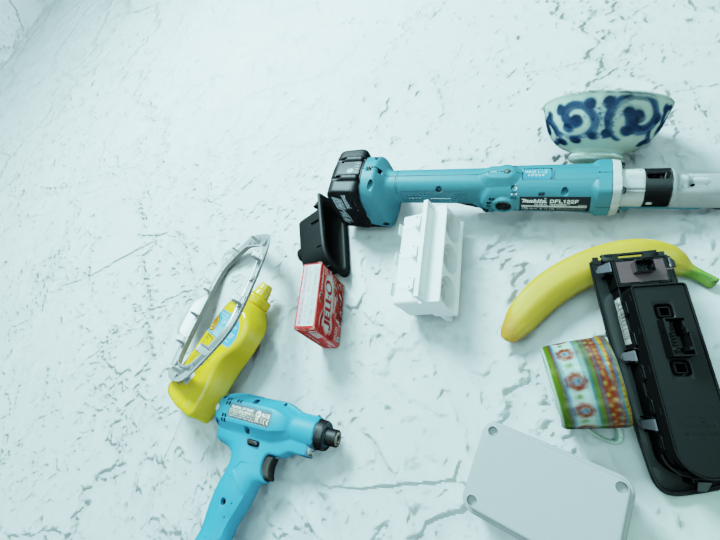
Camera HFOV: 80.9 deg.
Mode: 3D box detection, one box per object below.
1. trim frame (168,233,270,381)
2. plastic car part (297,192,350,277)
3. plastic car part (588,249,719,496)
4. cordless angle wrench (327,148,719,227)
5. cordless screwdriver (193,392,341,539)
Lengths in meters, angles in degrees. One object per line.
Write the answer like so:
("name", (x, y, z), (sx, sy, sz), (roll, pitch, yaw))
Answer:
("trim frame", (-0.199, 0.039, 0.593), (0.189, 0.026, 0.253), (-30, 35, 38))
("plastic car part", (-0.059, -0.039, 0.605), (0.073, 0.062, 0.120), (-22, 57, 33))
("plastic car part", (0.258, 0.077, 0.351), (0.067, 0.065, 0.207), (-5, 74, 7))
("cordless angle wrench", (0.169, -0.096, 0.498), (0.441, 0.093, 0.075), (5, 62, 26))
("cordless screwdriver", (-0.118, 0.265, 0.448), (0.166, 0.070, 0.252), (0, 59, 27))
